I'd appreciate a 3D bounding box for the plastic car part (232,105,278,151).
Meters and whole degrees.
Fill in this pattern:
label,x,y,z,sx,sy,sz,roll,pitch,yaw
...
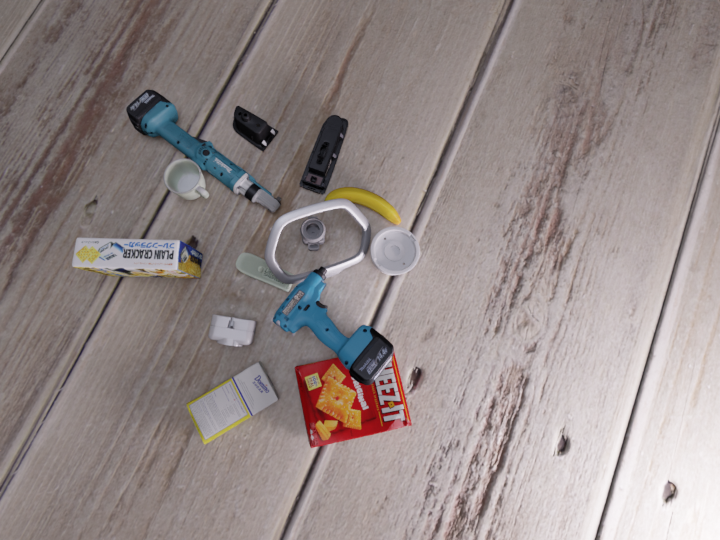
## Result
label,x,y,z,sx,sy,sz,roll,pitch,yaw
plastic car part,-0.267,-0.356,1.027,0.117,0.070,0.066,35,80,3

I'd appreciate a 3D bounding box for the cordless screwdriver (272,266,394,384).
label,x,y,z,sx,sy,sz,roll,pitch,yaw
cordless screwdriver,-0.043,0.108,0.873,0.258,0.072,0.159,32,73,19

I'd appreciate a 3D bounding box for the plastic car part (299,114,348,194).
label,x,y,z,sx,sy,sz,roll,pitch,yaw
plastic car part,-0.086,-0.291,1.016,0.068,0.065,0.204,17,76,9

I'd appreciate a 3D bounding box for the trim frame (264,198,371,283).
label,x,y,z,sx,sy,sz,roll,pitch,yaw
trim frame,-0.091,-0.060,0.930,0.244,0.029,0.178,-19,114,-14

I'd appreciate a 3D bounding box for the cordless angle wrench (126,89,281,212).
label,x,y,z,sx,sy,sz,roll,pitch,yaw
cordless angle wrench,-0.366,-0.271,1.011,0.427,0.074,0.097,37,71,5
